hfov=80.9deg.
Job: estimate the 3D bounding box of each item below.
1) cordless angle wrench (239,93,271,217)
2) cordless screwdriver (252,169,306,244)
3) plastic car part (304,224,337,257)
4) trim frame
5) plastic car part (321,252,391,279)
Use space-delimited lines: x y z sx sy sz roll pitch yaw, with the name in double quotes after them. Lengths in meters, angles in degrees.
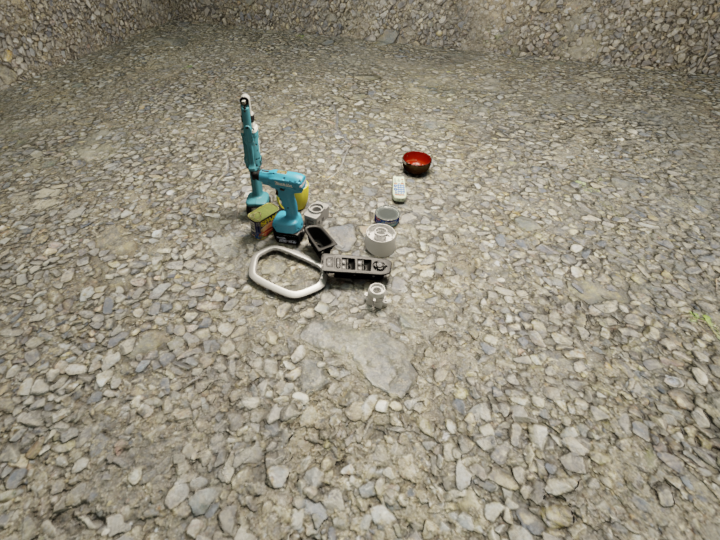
-0.341 -0.351 1.341 0.074 0.410 0.101 2 43 -2 "cordless angle wrench"
-0.245 -0.200 1.303 0.163 0.241 0.075 13 44 11 "cordless screwdriver"
-0.127 -0.083 1.304 0.064 0.069 0.123 -21 47 -22 "plastic car part"
-0.214 -0.001 1.248 0.258 0.027 0.183 20 47 21 "trim frame"
-0.012 -0.003 1.220 0.204 0.065 0.068 1 43 1 "plastic car part"
